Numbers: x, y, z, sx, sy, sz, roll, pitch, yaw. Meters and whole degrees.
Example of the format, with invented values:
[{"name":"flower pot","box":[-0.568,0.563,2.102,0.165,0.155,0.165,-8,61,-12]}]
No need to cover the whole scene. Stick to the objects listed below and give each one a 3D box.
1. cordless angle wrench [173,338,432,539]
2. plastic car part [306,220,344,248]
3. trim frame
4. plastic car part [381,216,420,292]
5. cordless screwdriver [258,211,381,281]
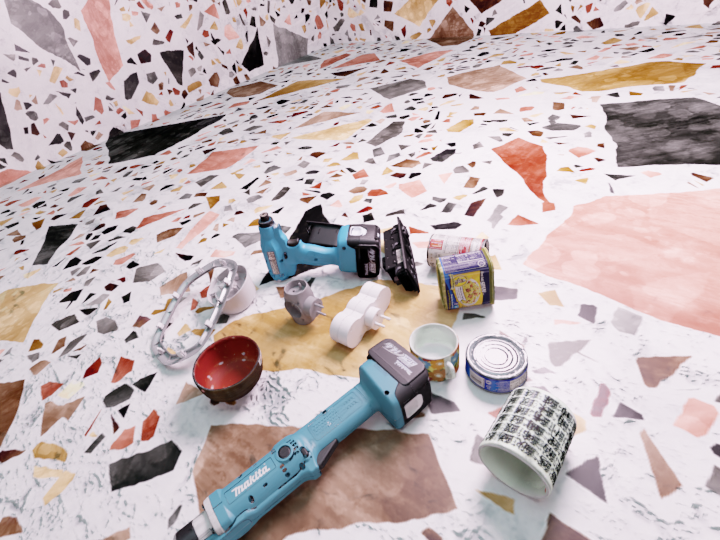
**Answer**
[{"name":"cordless angle wrench","box":[-0.088,0.248,0.545,0.416,0.071,0.104,-34,40,-20]},{"name":"plastic car part","box":[-0.072,-0.064,0.953,0.121,0.063,0.071,10,57,24]},{"name":"trim frame","box":[-0.327,0.071,0.836,0.191,0.026,0.253,-10,46,28]},{"name":"plastic car part","box":[0.078,-0.033,0.861,0.068,0.063,0.208,-28,32,25]},{"name":"cordless screwdriver","box":[-0.084,-0.055,0.860,0.254,0.153,0.076,-2,37,12]}]
